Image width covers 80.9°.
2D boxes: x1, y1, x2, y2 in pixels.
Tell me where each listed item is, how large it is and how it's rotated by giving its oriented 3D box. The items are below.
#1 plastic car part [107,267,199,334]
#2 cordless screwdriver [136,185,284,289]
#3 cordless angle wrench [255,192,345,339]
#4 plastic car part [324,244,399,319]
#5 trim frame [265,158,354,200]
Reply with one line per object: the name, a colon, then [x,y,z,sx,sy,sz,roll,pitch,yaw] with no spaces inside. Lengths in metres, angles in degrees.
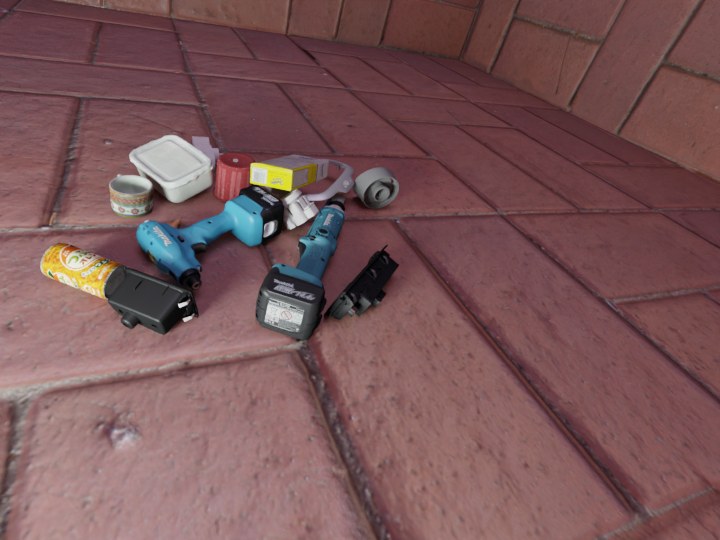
plastic car part: [-0.295,0.050,0.585,0.119,0.064,0.071,17,50,9]
cordless screwdriver: [-0.237,-0.059,0.734,0.167,0.073,0.242,37,46,28]
cordless angle wrench: [-0.076,-0.050,0.776,0.098,0.073,0.428,15,34,0]
plastic car part: [0.016,0.019,0.717,0.068,0.066,0.201,31,38,4]
trim frame: [-0.110,-0.208,0.961,0.189,0.027,0.248,10,33,14]
